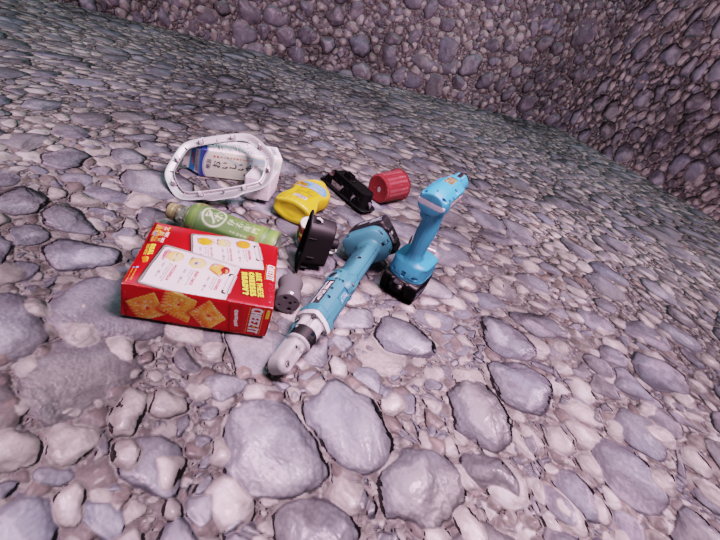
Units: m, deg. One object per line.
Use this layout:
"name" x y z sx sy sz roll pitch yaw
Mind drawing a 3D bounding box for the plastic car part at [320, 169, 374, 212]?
"plastic car part" -0.025 -0.224 1.143 0.063 0.066 0.214 -1 39 -40

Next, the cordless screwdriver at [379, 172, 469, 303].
"cordless screwdriver" 0.129 -0.066 0.801 0.077 0.245 0.156 32 39 18

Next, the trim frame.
"trim frame" -0.317 -0.235 0.956 0.246 0.027 0.190 -9 67 -7

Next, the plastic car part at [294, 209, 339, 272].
"plastic car part" -0.079 -0.052 0.810 0.069 0.116 0.068 17 32 -17

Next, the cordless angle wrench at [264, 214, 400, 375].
"cordless angle wrench" -0.038 0.029 0.737 0.101 0.072 0.420 -15 24 32
